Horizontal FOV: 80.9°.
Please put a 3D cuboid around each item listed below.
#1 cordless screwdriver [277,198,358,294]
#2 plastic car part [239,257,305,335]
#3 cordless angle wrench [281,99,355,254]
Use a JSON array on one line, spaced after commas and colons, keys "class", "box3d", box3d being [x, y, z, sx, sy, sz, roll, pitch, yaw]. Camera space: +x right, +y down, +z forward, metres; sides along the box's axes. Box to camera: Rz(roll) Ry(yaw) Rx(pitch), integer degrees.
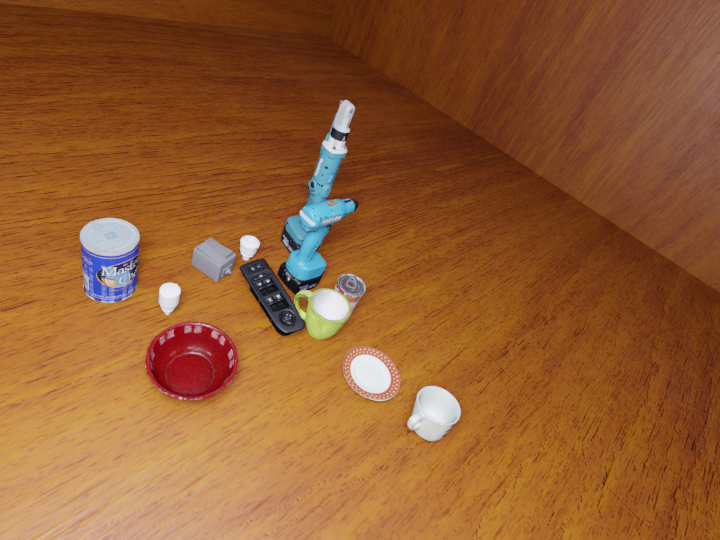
[{"class": "cordless screwdriver", "box3d": [-0.098, -0.064, 0.998, 0.154, 0.246, 0.077, -22, 59, -43]}, {"class": "plastic car part", "box3d": [-0.200, 0.067, 0.941, 0.064, 0.066, 0.213, -15, 52, -39]}, {"class": "cordless angle wrench", "box3d": [-0.097, -0.211, 1.031, 0.071, 0.419, 0.103, -11, 52, -38]}]
